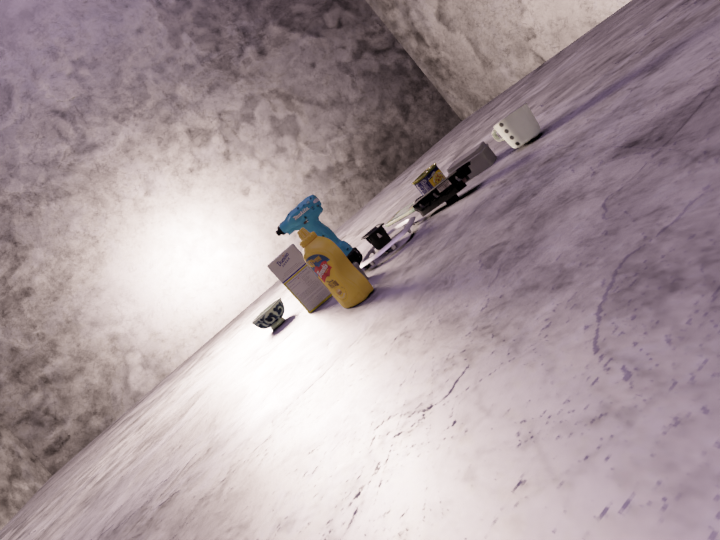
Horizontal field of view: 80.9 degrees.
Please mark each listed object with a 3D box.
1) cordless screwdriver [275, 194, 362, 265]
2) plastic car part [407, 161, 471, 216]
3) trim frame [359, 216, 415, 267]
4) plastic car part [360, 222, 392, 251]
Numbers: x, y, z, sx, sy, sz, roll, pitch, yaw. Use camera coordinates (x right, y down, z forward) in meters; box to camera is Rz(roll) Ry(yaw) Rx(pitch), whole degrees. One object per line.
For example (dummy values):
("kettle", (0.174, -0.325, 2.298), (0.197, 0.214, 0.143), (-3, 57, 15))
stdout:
("cordless screwdriver", (-0.119, -0.078, 1.217), (0.161, 0.247, 0.074), (-38, 4, 18))
("plastic car part", (0.200, -0.191, 1.052), (0.065, 0.066, 0.208), (-45, 10, -37))
("trim frame", (0.072, -0.074, 1.127), (0.187, 0.027, 0.248), (-36, 10, 24))
("plastic car part", (0.052, -0.081, 1.109), (0.066, 0.070, 0.118), (-40, 8, -3))
